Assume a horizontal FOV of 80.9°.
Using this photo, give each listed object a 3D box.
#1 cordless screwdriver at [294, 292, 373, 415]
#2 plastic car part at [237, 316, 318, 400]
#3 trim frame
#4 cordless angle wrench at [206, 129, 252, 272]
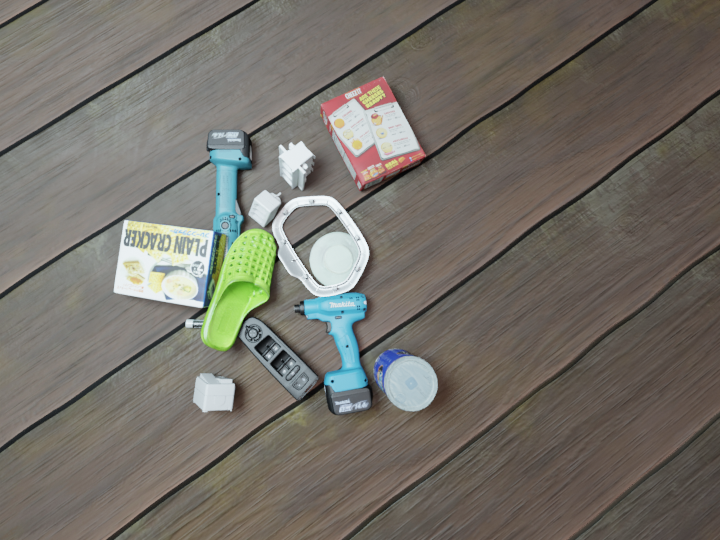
[{"bbox_3d":[-0.058,0.176,0.914,0.159,0.074,0.252,-5,79,-3],"label":"cordless screwdriver"},{"bbox_3d":[-0.180,0.179,0.909,0.206,0.066,0.066,42,90,8],"label":"plastic car part"},{"bbox_3d":[-0.093,-0.061,0.950,0.184,0.027,0.254,-33,77,-3],"label":"trim frame"},{"bbox_3d":[-0.296,-0.099,0.946,0.098,0.074,0.425,0,85,-3],"label":"cordless angle wrench"}]
